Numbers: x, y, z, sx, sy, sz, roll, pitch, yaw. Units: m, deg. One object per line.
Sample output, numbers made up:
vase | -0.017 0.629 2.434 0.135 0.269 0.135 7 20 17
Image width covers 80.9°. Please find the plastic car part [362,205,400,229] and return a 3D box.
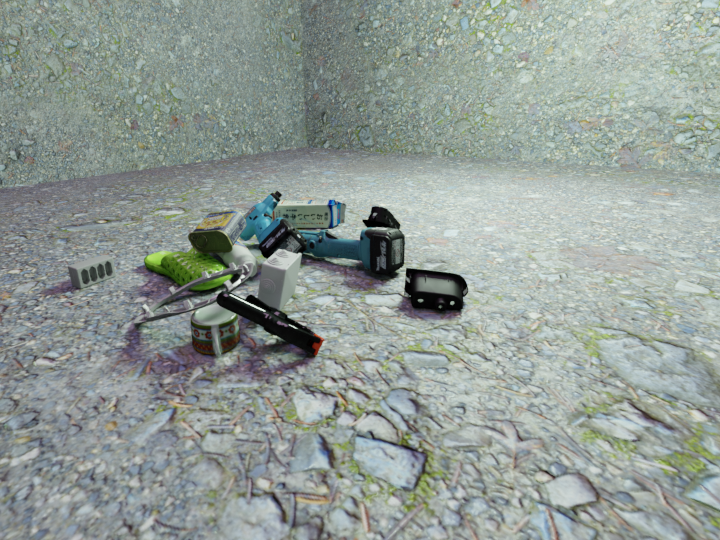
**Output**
plastic car part | 0.063 -0.110 1.028 0.069 0.067 0.194 17 -1 22

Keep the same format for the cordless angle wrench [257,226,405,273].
cordless angle wrench | -0.100 -0.065 1.024 0.445 0.097 0.071 9 14 36

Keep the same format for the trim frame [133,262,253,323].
trim frame | -0.295 0.038 0.748 0.257 0.027 0.183 -13 23 28

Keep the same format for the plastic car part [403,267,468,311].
plastic car part | 0.137 0.043 0.769 0.119 0.064 0.072 6 37 12

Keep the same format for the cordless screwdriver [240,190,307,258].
cordless screwdriver | -0.213 -0.112 1.042 0.159 0.070 0.263 -48 39 -6
